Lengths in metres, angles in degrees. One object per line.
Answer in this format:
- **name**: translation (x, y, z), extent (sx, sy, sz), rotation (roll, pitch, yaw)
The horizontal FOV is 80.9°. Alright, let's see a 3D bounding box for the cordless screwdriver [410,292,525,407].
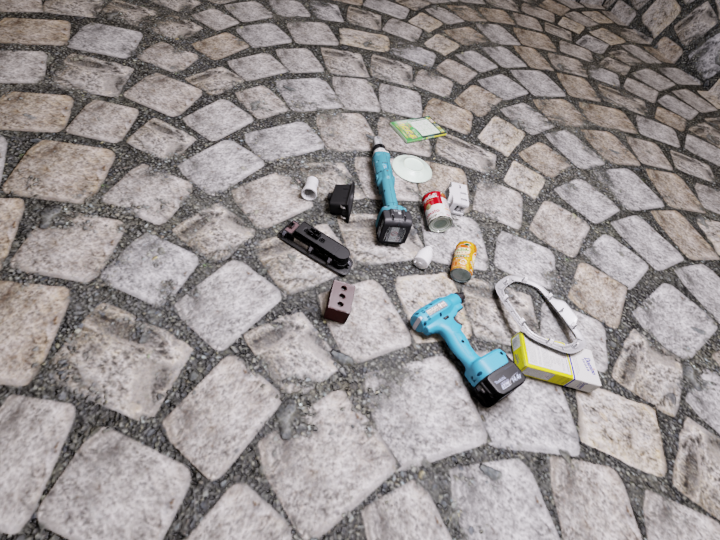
- **cordless screwdriver**: translation (0.246, 0.159, 0.935), extent (0.155, 0.073, 0.261), rotation (-25, 58, -29)

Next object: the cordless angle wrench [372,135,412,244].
- **cordless angle wrench**: translation (0.070, -0.257, 1.212), extent (0.073, 0.096, 0.438), rotation (3, 49, -11)

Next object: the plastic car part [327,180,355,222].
- **plastic car part**: translation (-0.056, -0.194, 1.154), extent (0.072, 0.064, 0.119), rotation (3, 48, 5)

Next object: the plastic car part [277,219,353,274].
- **plastic car part**: translation (-0.102, -0.066, 1.039), extent (0.207, 0.066, 0.065), rotation (35, 45, 10)

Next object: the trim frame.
- **trim frame**: translation (0.436, 0.097, 1.028), extent (0.179, 0.027, 0.260), rotation (3, 38, -19)
